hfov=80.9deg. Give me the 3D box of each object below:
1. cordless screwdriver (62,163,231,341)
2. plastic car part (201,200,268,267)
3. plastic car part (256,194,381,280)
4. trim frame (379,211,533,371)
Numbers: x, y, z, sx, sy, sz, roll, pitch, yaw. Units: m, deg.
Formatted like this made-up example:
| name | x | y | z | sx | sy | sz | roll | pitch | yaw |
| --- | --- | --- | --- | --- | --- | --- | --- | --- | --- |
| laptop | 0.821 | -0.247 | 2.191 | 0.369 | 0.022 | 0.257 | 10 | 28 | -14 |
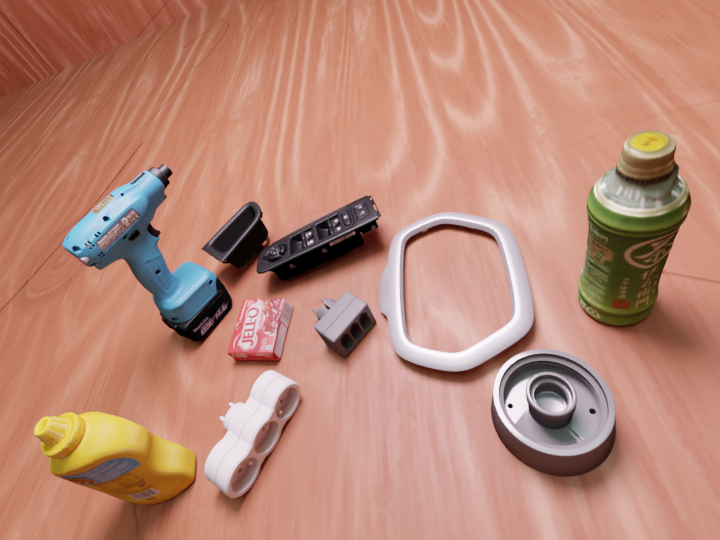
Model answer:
| name | x | y | z | sx | sy | sz | roll | pitch | yaw |
| --- | --- | --- | --- | --- | --- | --- | --- | --- | --- |
| cordless screwdriver | -0.271 | -0.018 | 0.604 | 0.078 | 0.236 | 0.159 | 19 | 62 | 34 |
| plastic car part | -0.195 | -0.051 | 0.711 | 0.070 | 0.067 | 0.116 | 25 | 66 | 37 |
| plastic car part | -0.063 | -0.041 | 0.644 | 0.204 | 0.064 | 0.069 | -22 | 47 | 7 |
| trim frame | 0.112 | 0.014 | 0.543 | 0.189 | 0.026 | 0.255 | -10 | 50 | 17 |
